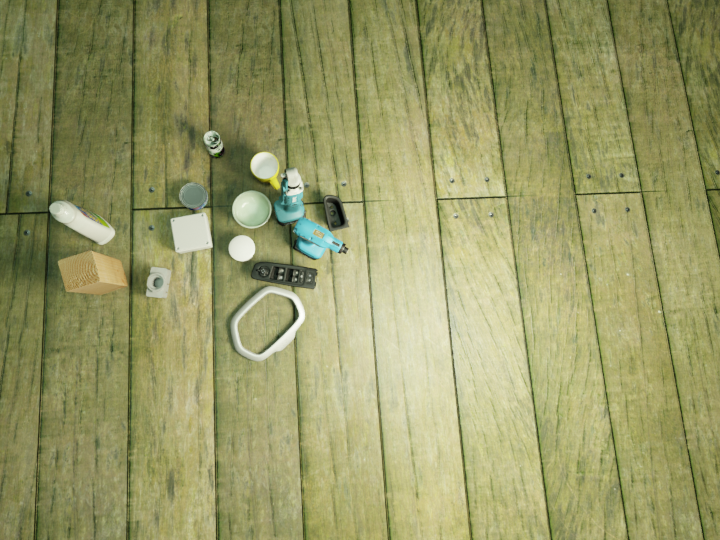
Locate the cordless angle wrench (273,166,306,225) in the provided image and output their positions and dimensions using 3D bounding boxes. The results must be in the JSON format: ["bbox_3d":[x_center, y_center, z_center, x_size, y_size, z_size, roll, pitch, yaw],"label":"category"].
[{"bbox_3d":[-0.193,-0.207,1.179,0.097,0.425,0.075,-16,87,-11],"label":"cordless angle wrench"}]

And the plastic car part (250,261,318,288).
[{"bbox_3d":[-0.238,0.014,1.320,0.202,0.067,0.067,9,82,-4],"label":"plastic car part"}]

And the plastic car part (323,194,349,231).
[{"bbox_3d":[-0.085,-0.182,1.362,0.065,0.071,0.118,-14,84,-9],"label":"plastic car part"}]

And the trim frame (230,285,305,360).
[{"bbox_3d":[-0.288,0.163,1.312,0.185,0.027,0.247,45,80,3],"label":"trim frame"}]

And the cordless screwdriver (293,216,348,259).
[{"bbox_3d":[-0.122,-0.080,1.252,0.159,0.250,0.074,29,80,-4],"label":"cordless screwdriver"}]
